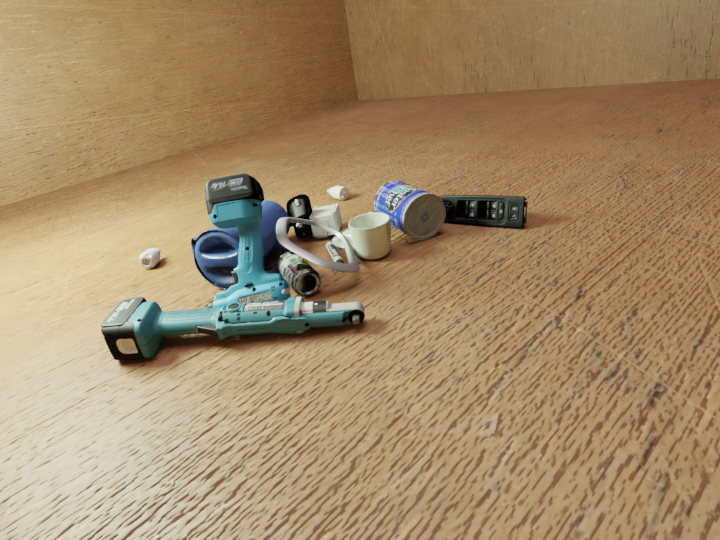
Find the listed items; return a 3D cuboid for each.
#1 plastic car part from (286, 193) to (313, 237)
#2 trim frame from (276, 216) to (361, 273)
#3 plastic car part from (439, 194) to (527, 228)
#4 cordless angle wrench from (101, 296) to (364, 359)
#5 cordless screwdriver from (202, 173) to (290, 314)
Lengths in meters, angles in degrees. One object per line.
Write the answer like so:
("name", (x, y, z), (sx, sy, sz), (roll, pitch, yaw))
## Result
("plastic car part", (-0.142, -0.120, 1.018), (0.066, 0.113, 0.073), (-10, 62, -5))
("trim frame", (-0.083, -0.055, 0.853), (0.180, 0.027, 0.256), (16, 19, -15))
("plastic car part", (0.259, -0.137, 0.933), (0.213, 0.065, 0.065), (7, 21, 31))
("cordless angle wrench", (-0.205, 0.082, 0.696), (0.428, 0.072, 0.100), (-5, 28, 7))
("cordless screwdriver", (-0.230, -0.041, 0.766), (0.160, 0.250, 0.073), (-14, -5, 5))
